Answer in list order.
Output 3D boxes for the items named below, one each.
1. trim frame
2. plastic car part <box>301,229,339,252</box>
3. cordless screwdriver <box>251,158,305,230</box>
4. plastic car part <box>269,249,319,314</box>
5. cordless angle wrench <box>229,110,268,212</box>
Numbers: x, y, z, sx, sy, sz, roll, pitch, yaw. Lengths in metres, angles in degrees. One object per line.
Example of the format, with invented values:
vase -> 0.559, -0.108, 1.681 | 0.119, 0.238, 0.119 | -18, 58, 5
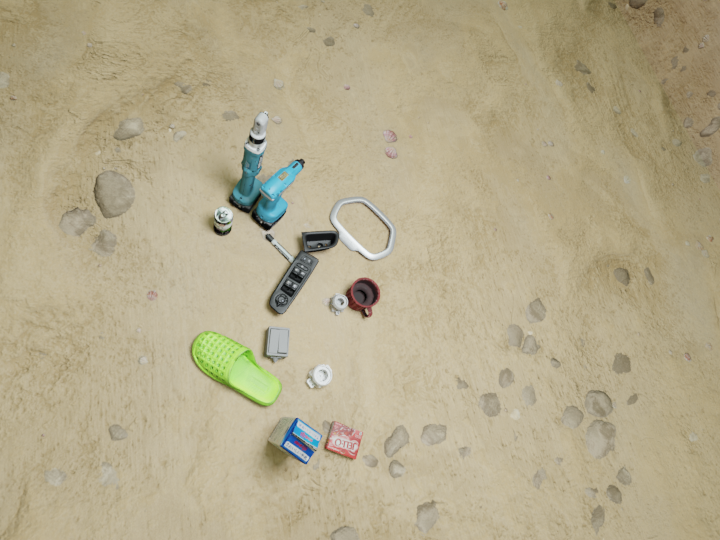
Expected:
trim frame -> 0.011, -0.145, 1.411 | 0.251, 0.027, 0.182 | 45, 65, 5
plastic car part -> -0.130, -0.085, 1.325 | 0.113, 0.071, 0.067 | -6, 73, -19
cordless screwdriver -> -0.241, -0.226, 1.252 | 0.074, 0.250, 0.158 | 41, 64, -3
plastic car part -> -0.205, 0.039, 1.258 | 0.066, 0.067, 0.203 | 32, 64, -5
cordless angle wrench -> -0.299, -0.291, 1.165 | 0.074, 0.425, 0.098 | 32, 65, -8
